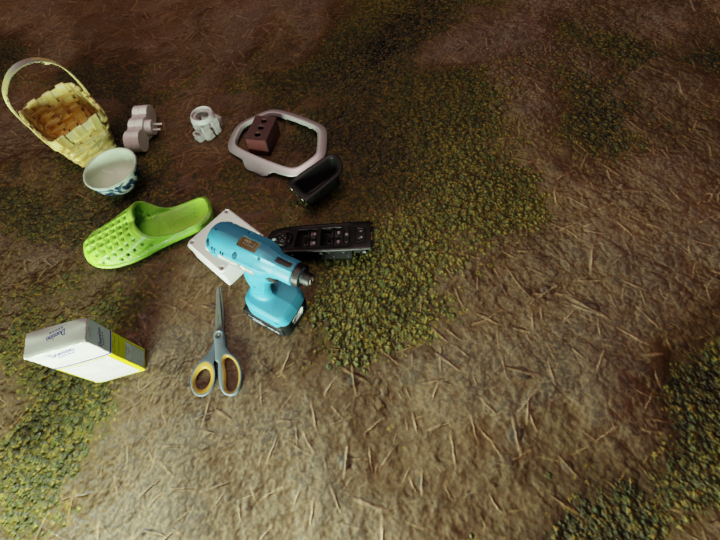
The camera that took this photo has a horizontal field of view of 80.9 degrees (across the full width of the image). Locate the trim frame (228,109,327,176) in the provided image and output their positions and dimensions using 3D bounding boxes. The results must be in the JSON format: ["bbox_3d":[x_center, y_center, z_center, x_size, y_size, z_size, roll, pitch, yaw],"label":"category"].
[{"bbox_3d":[-0.190,-0.293,0.968,0.258,0.026,0.184,25,66,20],"label":"trim frame"}]

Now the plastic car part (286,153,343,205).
[{"bbox_3d":[-0.081,-0.175,0.860,0.115,0.068,0.069,-38,64,-15],"label":"plastic car part"}]

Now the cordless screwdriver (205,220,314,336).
[{"bbox_3d":[-0.129,0.028,0.649,0.165,0.240,0.074,25,65,17],"label":"cordless screwdriver"}]

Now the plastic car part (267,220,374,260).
[{"bbox_3d":[-0.077,-0.051,0.790,0.205,0.064,0.068,-1,61,7],"label":"plastic car part"}]
